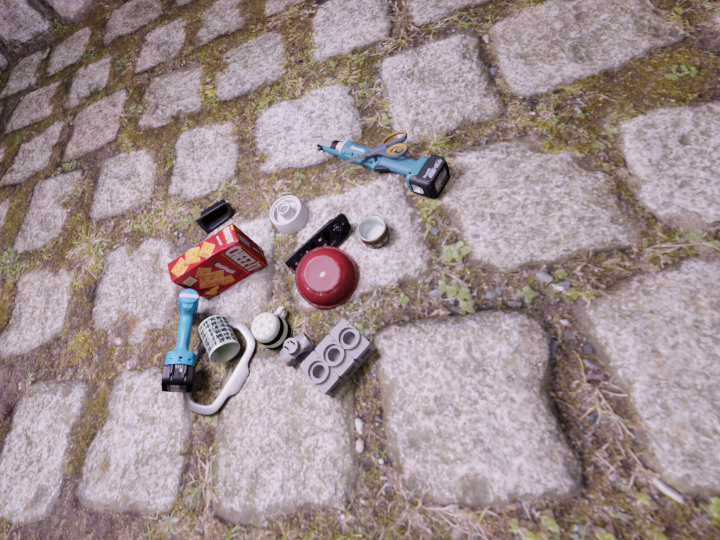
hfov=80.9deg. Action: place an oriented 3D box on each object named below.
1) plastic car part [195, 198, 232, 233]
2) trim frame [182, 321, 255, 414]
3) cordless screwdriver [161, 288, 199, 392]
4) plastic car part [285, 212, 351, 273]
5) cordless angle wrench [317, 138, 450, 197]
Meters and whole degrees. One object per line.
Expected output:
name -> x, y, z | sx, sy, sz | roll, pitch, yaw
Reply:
plastic car part -> -0.464, -0.184, 1.347 | 0.116, 0.062, 0.075 | -35, 43, -1
trim frame -> -0.371, 0.247, 1.099 | 0.194, 0.026, 0.249 | 20, 72, 31
cordless screwdriver -> -0.462, 0.188, 1.104 | 0.072, 0.159, 0.256 | 7, 60, -20
plastic car part -> -0.111, -0.072, 1.133 | 0.203, 0.064, 0.069 | -41, 17, 1
cordless angle wrench -> 0.040, -0.313, 1.189 | 0.446, 0.070, 0.098 | 27, 77, 34
